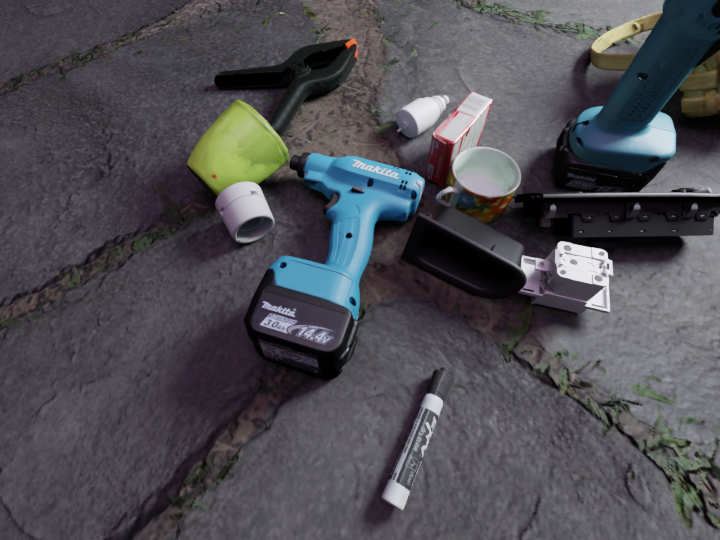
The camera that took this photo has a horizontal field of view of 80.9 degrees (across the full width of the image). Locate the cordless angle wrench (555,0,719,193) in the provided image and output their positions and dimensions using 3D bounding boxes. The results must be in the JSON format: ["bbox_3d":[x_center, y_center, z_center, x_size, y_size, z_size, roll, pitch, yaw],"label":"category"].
[{"bbox_3d":[0.281,-0.217,0.327,0.100,0.410,0.075,16,62,8],"label":"cordless angle wrench"}]

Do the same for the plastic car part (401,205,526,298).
[{"bbox_3d":[0.114,-0.025,0.438,0.120,0.064,0.070,27,50,13],"label":"plastic car part"}]

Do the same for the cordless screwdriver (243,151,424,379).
[{"bbox_3d":[-0.043,-0.028,0.439,0.163,0.072,0.250,17,58,13],"label":"cordless screwdriver"}]

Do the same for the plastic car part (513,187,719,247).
[{"bbox_3d":[0.275,-0.058,0.438,0.204,0.066,0.067,-4,89,3],"label":"plastic car part"}]
